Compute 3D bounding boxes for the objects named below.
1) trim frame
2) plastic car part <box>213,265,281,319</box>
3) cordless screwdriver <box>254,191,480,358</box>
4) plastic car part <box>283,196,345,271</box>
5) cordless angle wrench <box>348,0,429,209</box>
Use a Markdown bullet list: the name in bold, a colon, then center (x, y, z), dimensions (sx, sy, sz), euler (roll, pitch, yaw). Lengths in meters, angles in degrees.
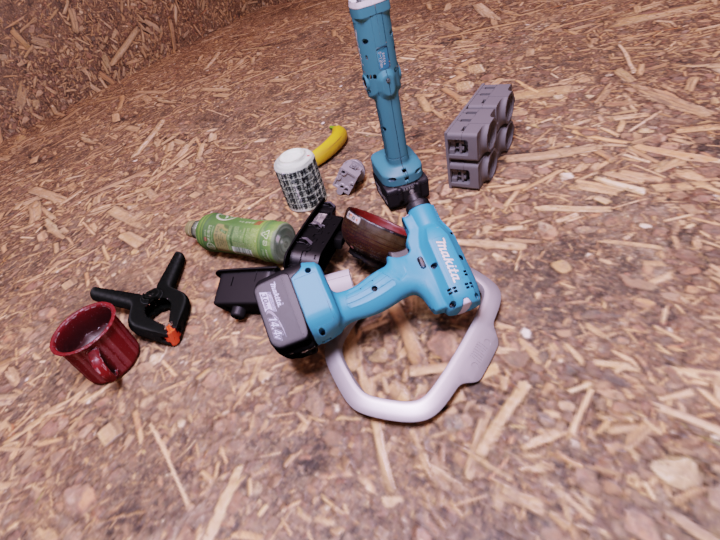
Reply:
- **trim frame**: center (0.065, 0.071, 0.516), dimensions (0.194, 0.026, 0.246), euler (15, 50, 35)
- **plastic car part**: center (-0.166, 0.037, 0.625), dimensions (0.120, 0.062, 0.072), euler (-5, 56, 21)
- **cordless screwdriver**: center (-0.002, 0.004, 0.511), dimensions (0.249, 0.072, 0.165), euler (-18, 66, -1)
- **plastic car part**: center (-0.062, -0.040, 0.631), dimensions (0.068, 0.065, 0.203), euler (16, 32, 9)
- **cordless angle wrench**: center (0.031, -0.287, 0.629), dimensions (0.074, 0.404, 0.102), euler (-19, 39, -3)
